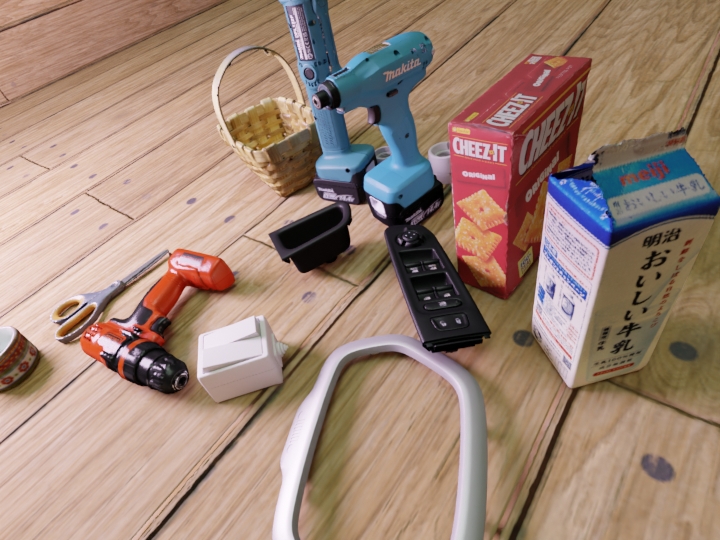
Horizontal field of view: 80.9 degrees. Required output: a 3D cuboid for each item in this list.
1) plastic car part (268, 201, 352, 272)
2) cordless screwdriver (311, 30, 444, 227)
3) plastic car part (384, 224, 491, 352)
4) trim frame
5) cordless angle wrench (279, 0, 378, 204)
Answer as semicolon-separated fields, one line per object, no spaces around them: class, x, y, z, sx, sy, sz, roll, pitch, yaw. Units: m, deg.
plastic car part;-0.057;-0.037;0.581;0.115;0.068;0.069;-25;43;-9
cordless screwdriver;0.030;-0.159;0.553;0.157;0.238;0.079;-33;45;-18
plastic car part;0.077;0.017;0.483;0.066;0.064;0.211;-15;43;1
trim frame;0.016;0.160;0.383;0.190;0.026;0.252;0;45;18
cordless angle wrench;-0.055;-0.282;0.585;0.102;0.405;0.074;13;49;27
